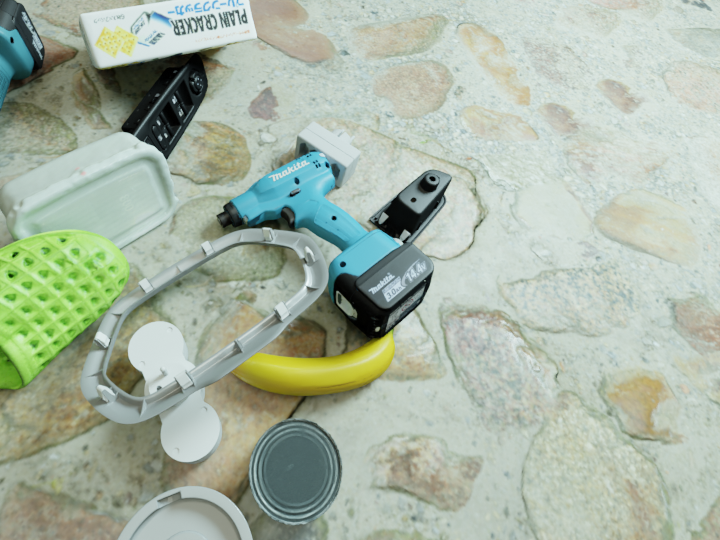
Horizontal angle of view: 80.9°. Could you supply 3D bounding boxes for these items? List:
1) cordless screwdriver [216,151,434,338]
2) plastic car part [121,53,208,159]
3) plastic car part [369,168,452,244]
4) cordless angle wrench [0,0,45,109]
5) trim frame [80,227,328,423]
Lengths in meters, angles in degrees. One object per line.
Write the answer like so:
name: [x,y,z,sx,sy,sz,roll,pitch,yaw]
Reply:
cordless screwdriver: [-0.048,-0.032,0.493,0.157,0.072,0.261,-32,61,-19]
plastic car part: [-0.272,-0.221,0.587,0.069,0.063,0.205,6,58,20]
plastic car part: [0.078,-0.096,0.562,0.067,0.070,0.115,41,65,9]
cordless angle wrench: [-0.473,-0.151,0.502,0.073,0.097,0.434,0,65,-13]
trim frame: [-0.146,0.032,0.401,0.245,0.026,0.195,-34,45,-20]
